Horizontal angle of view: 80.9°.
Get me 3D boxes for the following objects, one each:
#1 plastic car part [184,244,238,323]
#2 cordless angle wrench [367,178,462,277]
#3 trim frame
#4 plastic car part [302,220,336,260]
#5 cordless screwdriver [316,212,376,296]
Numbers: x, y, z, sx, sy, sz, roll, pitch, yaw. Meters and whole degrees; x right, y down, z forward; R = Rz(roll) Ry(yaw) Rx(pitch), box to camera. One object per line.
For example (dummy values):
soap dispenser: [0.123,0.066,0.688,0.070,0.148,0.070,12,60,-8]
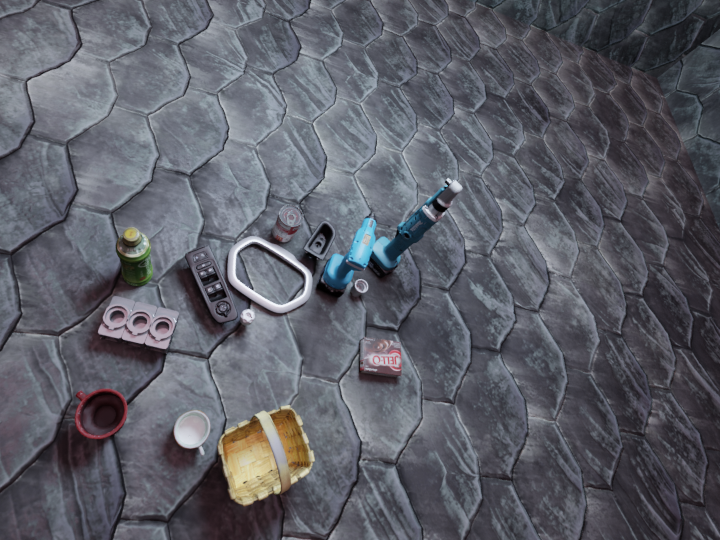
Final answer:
plastic car part: [-0.372,0.043,1.056,0.064,0.067,0.208,-22,73,-29]
cordless angle wrench: [0.133,-0.105,1.102,0.099,0.425,0.073,49,57,3]
trim frame: [-0.244,0.008,1.143,0.247,0.027,0.185,31,58,-3]
plastic car part: [-0.118,-0.077,1.206,0.065,0.071,0.117,31,58,-6]
cordless screwdriver: [-0.030,-0.036,1.112,0.073,0.250,0.161,26,59,-11]
